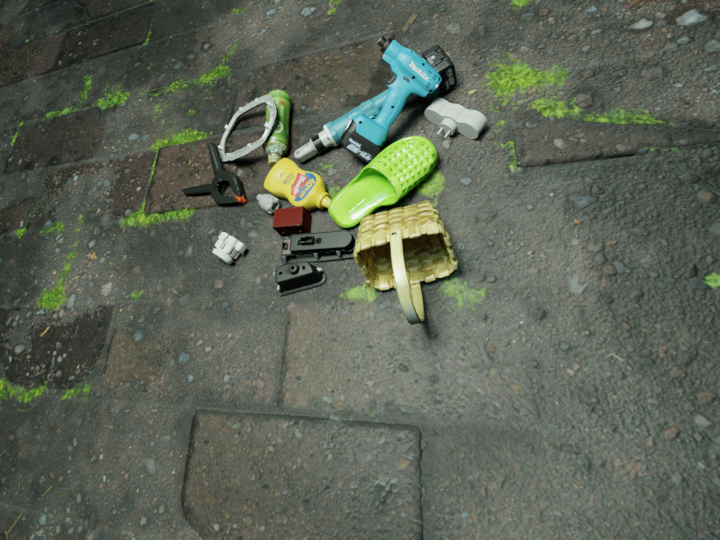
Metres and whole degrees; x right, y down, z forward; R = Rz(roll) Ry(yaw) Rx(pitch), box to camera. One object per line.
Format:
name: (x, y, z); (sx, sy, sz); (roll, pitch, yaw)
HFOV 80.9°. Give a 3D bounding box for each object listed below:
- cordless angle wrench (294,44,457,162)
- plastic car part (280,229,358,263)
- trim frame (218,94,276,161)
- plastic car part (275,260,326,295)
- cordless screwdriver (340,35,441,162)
cordless angle wrench: (0.020, -0.383, 1.029); (0.428, 0.093, 0.077); (-27, 66, 12)
plastic car part: (-0.093, -0.061, 0.953); (0.209, 0.064, 0.068); (-2, 62, 18)
trim frame: (-0.312, -0.382, 1.145); (0.260, 0.026, 0.186); (-5, 71, 39)
plastic car part: (-0.143, 0.007, 0.937); (0.119, 0.067, 0.068); (-14, 67, 18)
cordless screwdriver: (0.042, -0.376, 0.945); (0.250, 0.156, 0.076); (-49, 13, 20)
